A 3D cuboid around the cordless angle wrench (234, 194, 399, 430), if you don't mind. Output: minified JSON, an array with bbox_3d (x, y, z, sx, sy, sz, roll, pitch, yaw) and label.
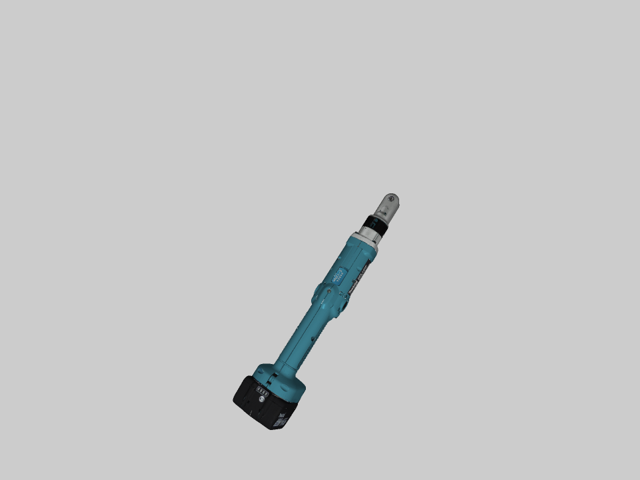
[{"bbox_3d":[0.017,0.096,0.690,0.074,0.422,0.098,28,-13,20],"label":"cordless angle wrench"}]
